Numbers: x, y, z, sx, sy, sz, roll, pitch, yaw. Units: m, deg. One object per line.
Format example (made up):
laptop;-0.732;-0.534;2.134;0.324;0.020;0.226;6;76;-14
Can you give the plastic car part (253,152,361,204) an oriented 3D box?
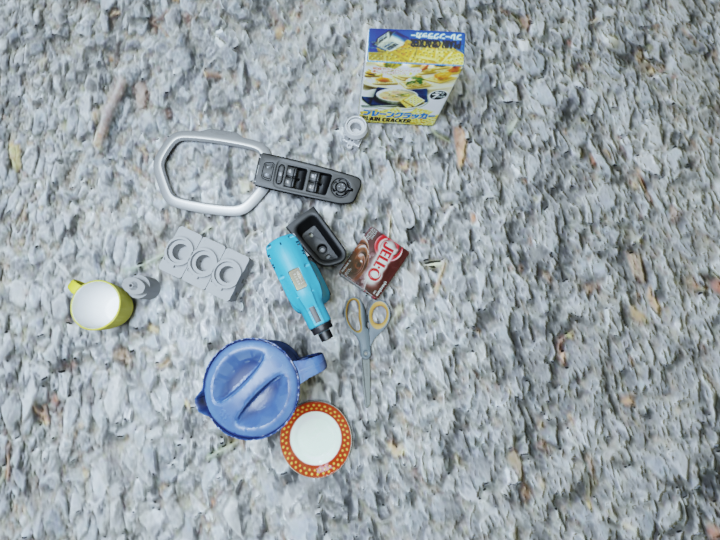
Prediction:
plastic car part;-0.102;-0.170;0.826;0.204;0.066;0.067;12;82;3

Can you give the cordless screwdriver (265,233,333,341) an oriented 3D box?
cordless screwdriver;-0.088;0.037;0.698;0.074;0.247;0.161;-26;84;-6

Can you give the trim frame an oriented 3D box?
trim frame;-0.297;-0.203;0.858;0.250;0.027;0.185;7;80;3

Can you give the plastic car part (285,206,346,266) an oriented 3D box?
plastic car part;-0.078;-0.051;0.803;0.066;0.070;0.118;-38;83;-6
